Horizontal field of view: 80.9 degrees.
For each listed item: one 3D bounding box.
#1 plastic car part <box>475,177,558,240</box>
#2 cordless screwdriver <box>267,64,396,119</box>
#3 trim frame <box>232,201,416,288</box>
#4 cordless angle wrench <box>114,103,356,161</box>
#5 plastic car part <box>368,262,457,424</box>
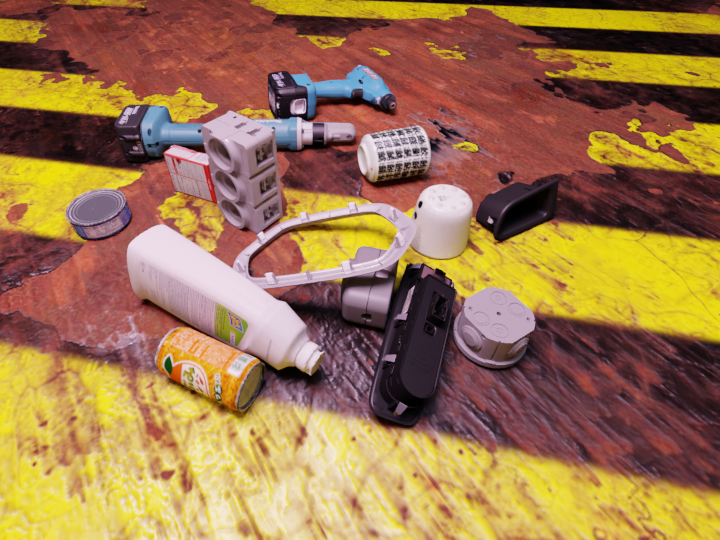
[{"bbox_3d":[0.221,-0.096,0.626,0.115,0.063,0.075,-22,36,-15],"label":"plastic car part"},{"bbox_3d":[-0.059,-0.359,0.869,0.243,0.072,0.167,-16,49,-19],"label":"cordless screwdriver"},{"bbox_3d":[-0.053,-0.035,0.545,0.255,0.026,0.187,-7,36,17],"label":"trim frame"},{"bbox_3d":[-0.220,-0.253,0.778,0.422,0.072,0.101,0,47,-2],"label":"cordless angle wrench"},{"bbox_3d":[0.069,0.069,0.464,0.065,0.068,0.204,33,53,-11],"label":"plastic car part"}]
